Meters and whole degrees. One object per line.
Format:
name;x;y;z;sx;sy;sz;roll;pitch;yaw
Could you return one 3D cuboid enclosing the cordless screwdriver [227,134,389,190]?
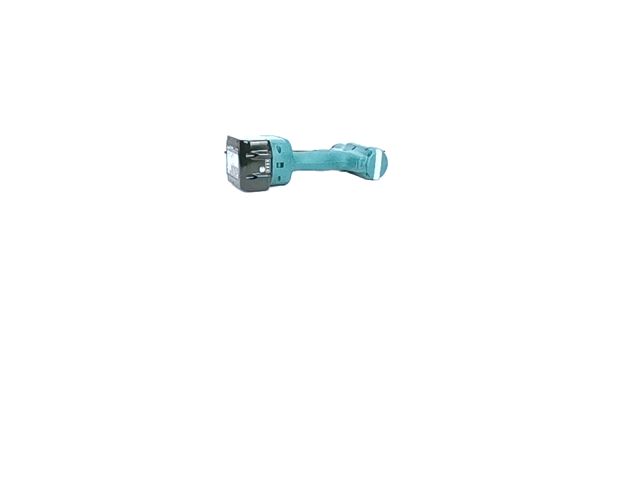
cordless screwdriver;-0.029;-0.136;0.703;0.248;0.074;0.160;-5;21;-23
